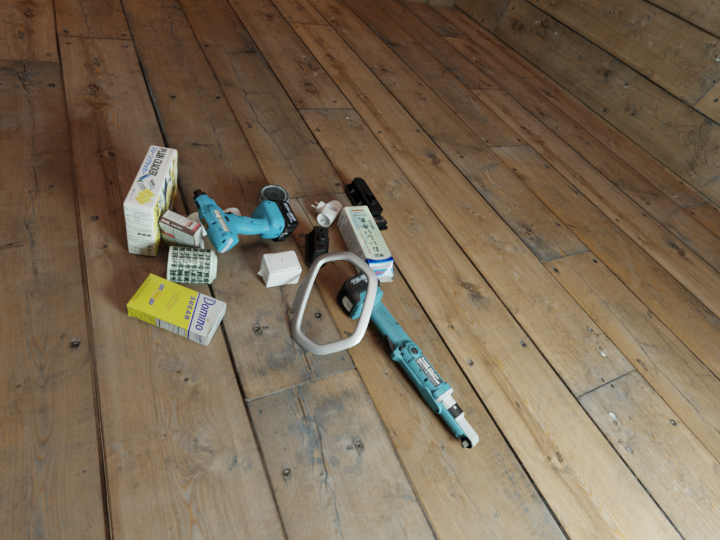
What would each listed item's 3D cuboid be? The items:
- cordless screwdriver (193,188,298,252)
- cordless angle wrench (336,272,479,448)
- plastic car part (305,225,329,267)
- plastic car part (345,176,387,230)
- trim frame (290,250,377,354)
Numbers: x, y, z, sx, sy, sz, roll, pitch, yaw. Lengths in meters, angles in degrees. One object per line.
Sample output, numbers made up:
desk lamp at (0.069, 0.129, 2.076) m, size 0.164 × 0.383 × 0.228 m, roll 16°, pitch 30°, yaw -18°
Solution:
cordless screwdriver at (-0.278, -0.133, 1.026) m, size 0.239 × 0.075 × 0.164 m, roll -14°, pitch 66°, yaw -51°
cordless angle wrench at (0.105, 0.188, 0.930) m, size 0.095 × 0.073 × 0.441 m, roll -21°, pitch 61°, yaw -34°
plastic car part at (-0.107, -0.070, 1.089) m, size 0.065 × 0.070 × 0.120 m, roll 9°, pitch 44°, yaw -12°
plastic car part at (0.015, -0.208, 1.264) m, size 0.064 × 0.065 × 0.213 m, roll -14°, pitch 53°, yaw -22°
trim frame at (-0.062, 0.067, 0.945) m, size 0.190 × 0.026 × 0.251 m, roll 9°, pitch 68°, yaw 18°
